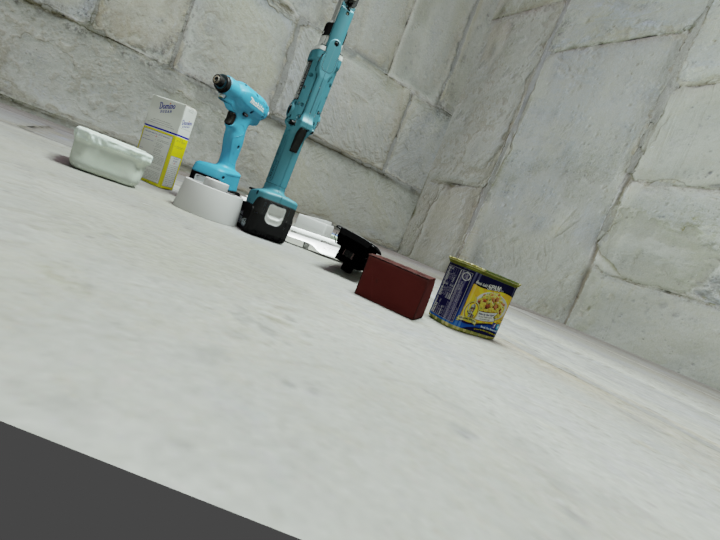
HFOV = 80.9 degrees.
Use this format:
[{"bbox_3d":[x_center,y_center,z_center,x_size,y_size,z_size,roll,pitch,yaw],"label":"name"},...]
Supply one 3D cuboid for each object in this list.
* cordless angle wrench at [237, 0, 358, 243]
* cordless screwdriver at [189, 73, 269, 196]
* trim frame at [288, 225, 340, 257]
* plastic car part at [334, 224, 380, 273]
[{"bbox_3d":[-0.095,-0.256,0.705,0.071,0.422,0.103,20,5,-29],"label":"cordless angle wrench"},{"bbox_3d":[-0.267,-0.241,0.815,0.077,0.248,0.154,23,4,15],"label":"cordless screwdriver"},{"bbox_3d":[-0.085,-0.055,0.867,0.239,0.027,0.192,19,6,-24],"label":"trim frame"},{"bbox_3d":[-0.004,-0.027,0.688,0.067,0.067,0.200,22,5,6],"label":"plastic car part"}]
